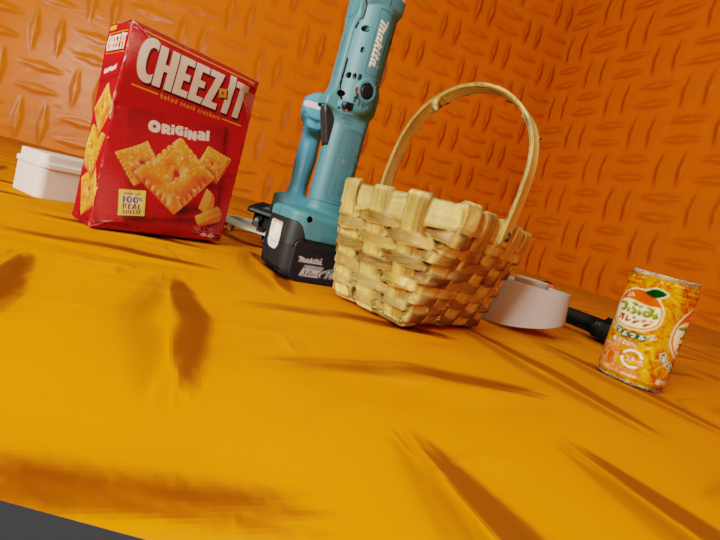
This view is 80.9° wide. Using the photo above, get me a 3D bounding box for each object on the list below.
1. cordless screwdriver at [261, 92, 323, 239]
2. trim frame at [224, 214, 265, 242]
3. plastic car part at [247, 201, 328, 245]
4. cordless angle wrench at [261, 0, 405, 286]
[{"bbox_3d":[-0.100,-0.162,0.715,0.073,0.248,0.162,15,6,-10],"label":"cordless screwdriver"},{"bbox_3d":[-0.122,-0.054,0.716,0.243,0.027,0.189,14,8,-12],"label":"trim frame"},{"bbox_3d":[-0.056,-0.037,0.571,0.204,0.067,0.066,16,6,4],"label":"plastic car part"},{"bbox_3d":[-0.010,-0.195,0.469,0.093,0.421,0.078,12,7,-34],"label":"cordless angle wrench"}]
